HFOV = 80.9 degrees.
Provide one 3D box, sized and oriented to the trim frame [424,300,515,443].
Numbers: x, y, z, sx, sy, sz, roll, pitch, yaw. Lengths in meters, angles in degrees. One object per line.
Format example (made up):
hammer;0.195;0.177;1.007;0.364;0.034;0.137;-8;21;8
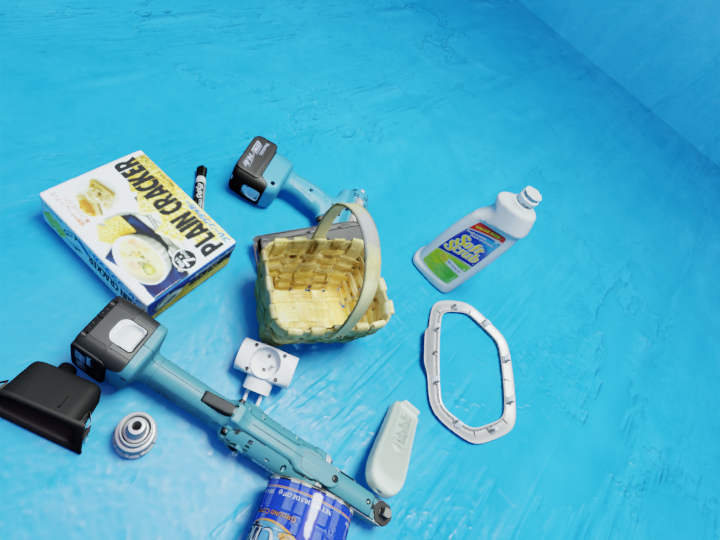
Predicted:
trim frame;0.184;0.160;0.715;0.181;0.027;0.253;20;53;-10

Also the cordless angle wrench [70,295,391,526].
cordless angle wrench;-0.141;0.188;0.508;0.419;0.099;0.074;35;49;-5

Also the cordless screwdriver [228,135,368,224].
cordless screwdriver;-0.110;-0.117;0.743;0.243;0.075;0.161;26;60;-12

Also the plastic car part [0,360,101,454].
plastic car part;-0.339;0.137;0.467;0.116;0.066;0.071;28;35;-2

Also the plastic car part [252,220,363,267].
plastic car part;-0.066;-0.043;0.680;0.198;0.068;0.067;-11;82;-20
